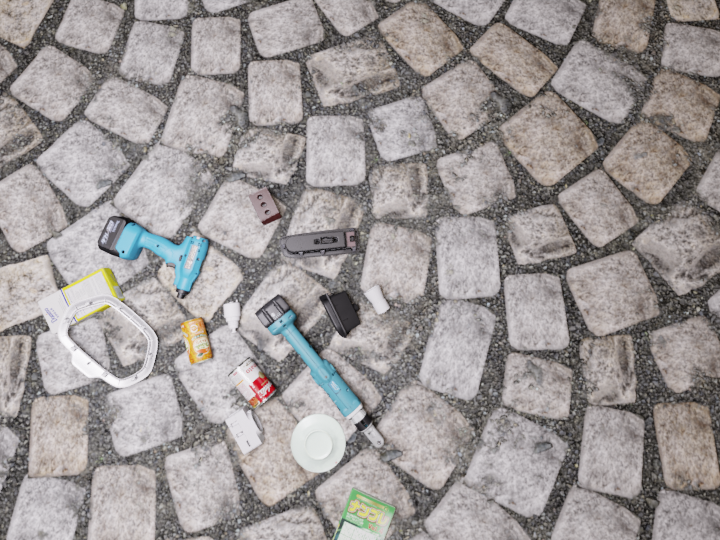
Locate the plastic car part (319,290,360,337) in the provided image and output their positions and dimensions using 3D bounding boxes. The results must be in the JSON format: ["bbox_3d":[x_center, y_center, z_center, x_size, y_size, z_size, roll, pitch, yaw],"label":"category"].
[{"bbox_3d":[-0.042,0.098,1.032,0.070,0.066,0.117,-29,86,-20],"label":"plastic car part"}]

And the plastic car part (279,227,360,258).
[{"bbox_3d":[-0.103,-0.068,1.057,0.204,0.067,0.066,-6,90,2],"label":"plastic car part"}]

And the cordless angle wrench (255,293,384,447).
[{"bbox_3d":[-0.087,0.241,0.992,0.074,0.098,0.426,-39,86,-10],"label":"cordless angle wrench"}]

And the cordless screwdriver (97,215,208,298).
[{"bbox_3d":[-0.517,-0.035,1.049,0.248,0.074,0.160,17,82,-1],"label":"cordless screwdriver"}]

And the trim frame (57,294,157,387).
[{"bbox_3d":[-0.606,0.171,1.015,0.245,0.028,0.184,44,89,-7],"label":"trim frame"}]
